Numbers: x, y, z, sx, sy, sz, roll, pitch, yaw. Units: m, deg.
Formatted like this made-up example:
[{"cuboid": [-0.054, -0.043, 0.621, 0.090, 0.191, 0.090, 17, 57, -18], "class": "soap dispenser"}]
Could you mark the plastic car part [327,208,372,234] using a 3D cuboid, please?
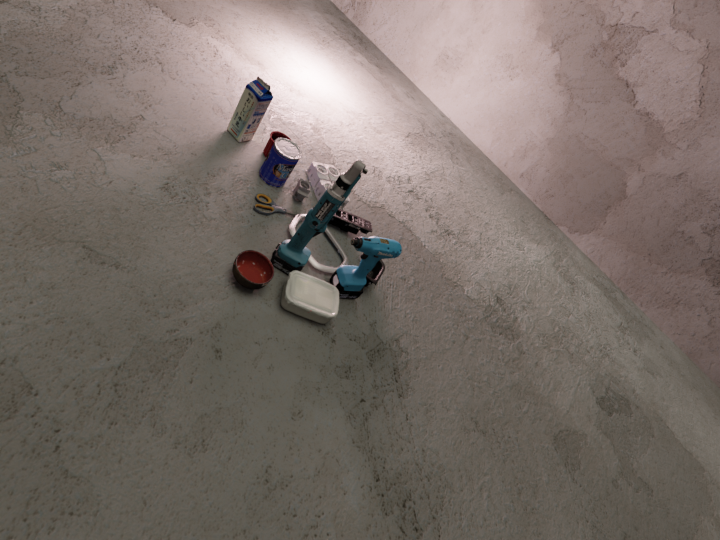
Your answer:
[{"cuboid": [-0.059, -0.177, 1.495, 0.197, 0.067, 0.068, 24, 42, -17], "class": "plastic car part"}]

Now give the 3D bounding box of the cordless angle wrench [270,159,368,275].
[{"cuboid": [-0.114, -0.139, 1.137, 0.096, 0.426, 0.075, 35, 40, -11], "class": "cordless angle wrench"}]

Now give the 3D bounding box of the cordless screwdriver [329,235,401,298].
[{"cuboid": [-0.011, -0.013, 1.232, 0.152, 0.250, 0.077, 9, 50, -34], "class": "cordless screwdriver"}]

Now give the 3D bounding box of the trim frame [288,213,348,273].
[{"cuboid": [-0.135, -0.089, 1.385, 0.178, 0.028, 0.256, -21, 67, -46], "class": "trim frame"}]

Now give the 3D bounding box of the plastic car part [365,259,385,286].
[{"cuboid": [0.030, 0.010, 1.382, 0.066, 0.071, 0.115, 40, 39, -1], "class": "plastic car part"}]
